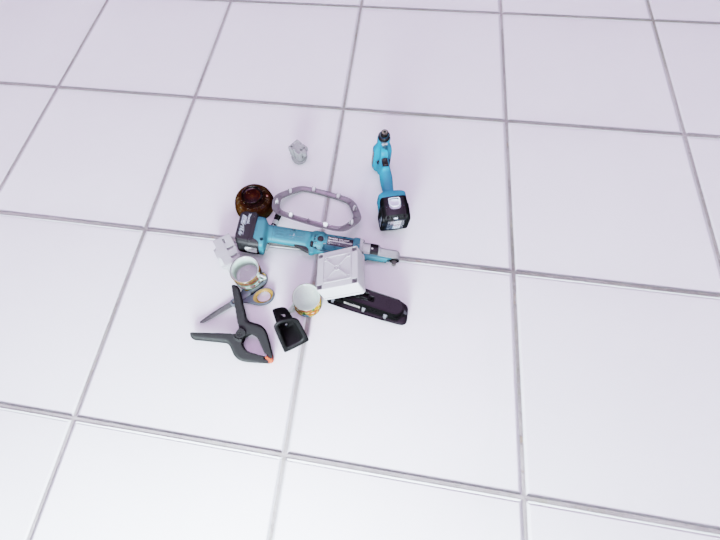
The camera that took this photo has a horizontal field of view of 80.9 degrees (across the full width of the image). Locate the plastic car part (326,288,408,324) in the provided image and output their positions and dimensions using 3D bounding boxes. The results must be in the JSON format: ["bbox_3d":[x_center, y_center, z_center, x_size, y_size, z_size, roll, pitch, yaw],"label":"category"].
[{"bbox_3d":[0.022,0.072,1.037,0.207,0.065,0.067,19,60,9],"label":"plastic car part"}]

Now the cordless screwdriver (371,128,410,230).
[{"bbox_3d":[0.074,-0.240,1.127,0.074,0.155,0.256,-7,67,-4],"label":"cordless screwdriver"}]

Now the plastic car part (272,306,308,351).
[{"bbox_3d":[-0.176,0.127,1.001,0.065,0.111,0.075,-26,44,-11],"label":"plastic car part"}]

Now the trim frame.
[{"bbox_3d":[-0.118,-0.171,1.142,0.254,0.027,0.185,18,43,10],"label":"trim frame"}]

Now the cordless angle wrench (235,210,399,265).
[{"bbox_3d":[-0.107,-0.070,1.099,0.423,0.073,0.100,9,66,0],"label":"cordless angle wrench"}]
